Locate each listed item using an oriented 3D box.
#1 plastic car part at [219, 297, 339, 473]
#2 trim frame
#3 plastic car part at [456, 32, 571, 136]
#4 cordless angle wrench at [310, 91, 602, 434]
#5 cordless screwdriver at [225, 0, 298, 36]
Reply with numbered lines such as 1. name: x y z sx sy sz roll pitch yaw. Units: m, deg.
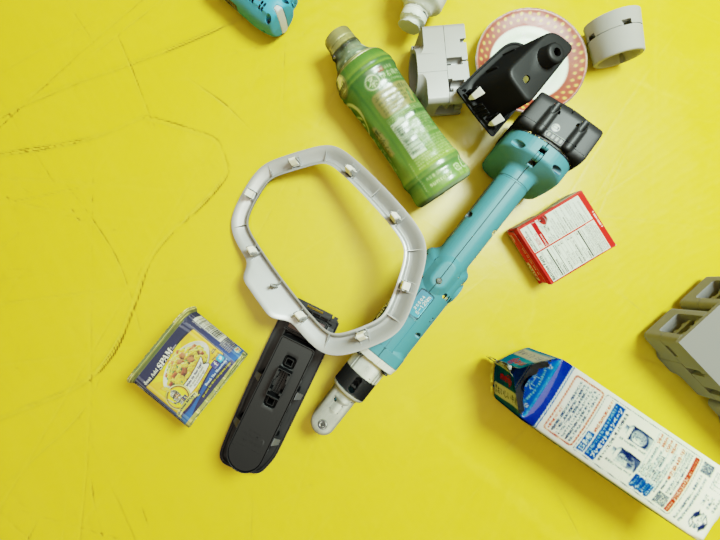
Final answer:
1. plastic car part: -0.092 0.135 0.465 0.066 0.068 0.203 26 89 -7
2. trim frame: -0.045 -0.029 0.459 0.185 0.026 0.257 -42 71 9
3. plastic car part: 0.173 -0.209 0.444 0.116 0.073 0.064 -46 106 -11
4. cordless angle wrench: 0.082 0.007 0.456 0.075 0.097 0.423 38 91 4
5. cordless screwdriver: -0.083 -0.421 0.506 0.161 0.074 0.249 43 91 4
